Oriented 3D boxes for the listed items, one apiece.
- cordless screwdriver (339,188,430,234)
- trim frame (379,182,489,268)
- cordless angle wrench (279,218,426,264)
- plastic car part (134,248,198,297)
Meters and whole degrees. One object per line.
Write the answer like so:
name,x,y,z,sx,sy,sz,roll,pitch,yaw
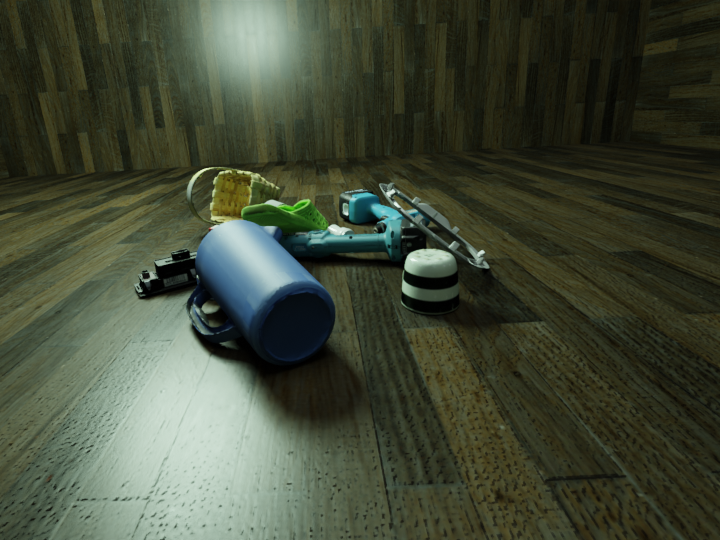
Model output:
cordless screwdriver,0.031,-0.141,1.062,0.154,0.073,0.263,-17,28,-33
trim frame,0.136,-0.085,0.771,0.250,0.027,0.183,36,19,2
cordless angle wrench,-0.084,-0.055,0.859,0.433,0.073,0.097,-1,17,14
plastic car part,-0.313,-0.009,0.787,0.196,0.066,0.070,-13,15,-32
